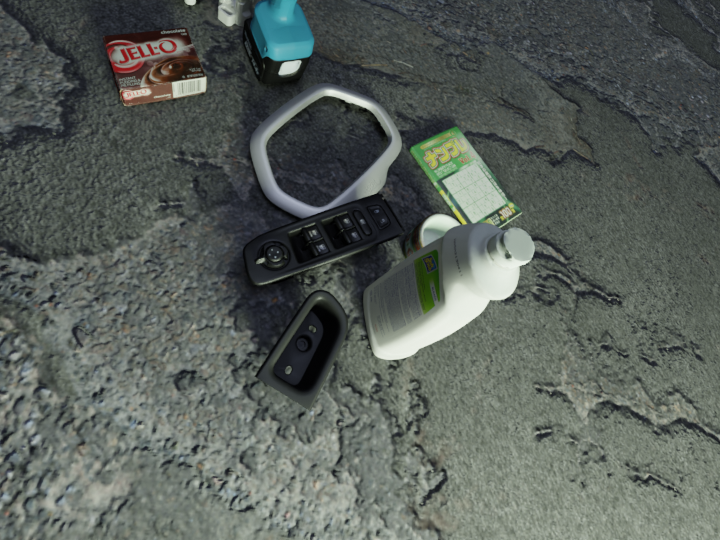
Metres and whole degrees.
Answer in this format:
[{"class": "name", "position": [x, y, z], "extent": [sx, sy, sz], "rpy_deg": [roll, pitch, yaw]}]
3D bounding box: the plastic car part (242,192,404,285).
[{"class": "plastic car part", "position": [-0.051, -0.034, 0.524], "extent": [0.198, 0.067, 0.068], "rpy_deg": [-21, 79, -24]}]

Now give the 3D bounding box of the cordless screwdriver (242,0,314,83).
[{"class": "cordless screwdriver", "position": [-0.081, -0.335, 0.535], "extent": [0.072, 0.251, 0.162], "rpy_deg": [-18, 78, -26]}]

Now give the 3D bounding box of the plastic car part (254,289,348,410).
[{"class": "plastic car part", "position": [-0.062, 0.085, 0.470], "extent": [0.065, 0.071, 0.117], "rpy_deg": [32, 63, -6]}]

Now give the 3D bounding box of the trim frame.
[{"class": "trim frame", "position": [-0.044, -0.173, 0.605], "extent": [0.185, 0.027, 0.246], "rpy_deg": [41, 63, 2]}]
